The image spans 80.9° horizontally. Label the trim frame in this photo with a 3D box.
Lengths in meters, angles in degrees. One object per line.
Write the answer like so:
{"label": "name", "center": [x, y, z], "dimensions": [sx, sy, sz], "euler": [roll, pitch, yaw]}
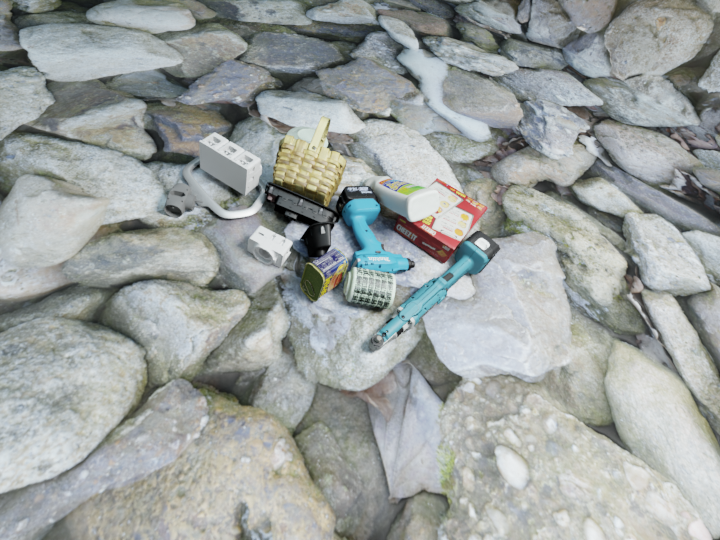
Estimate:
{"label": "trim frame", "center": [-0.352, -0.222, 1.098], "dimensions": [0.180, 0.027, 0.258], "euler": [-32, 66, -33]}

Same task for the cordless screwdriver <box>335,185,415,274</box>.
{"label": "cordless screwdriver", "center": [0.033, -0.098, 1.060], "dimensions": [0.154, 0.074, 0.258], "euler": [-2, 56, -21]}

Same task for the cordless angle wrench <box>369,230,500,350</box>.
{"label": "cordless angle wrench", "center": [0.167, 0.049, 0.969], "dimensions": [0.077, 0.096, 0.415], "euler": [43, 59, 17]}

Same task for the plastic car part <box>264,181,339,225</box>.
{"label": "plastic car part", "center": [-0.149, -0.153, 1.059], "dimensions": [0.201, 0.066, 0.068], "euler": [19, 59, -6]}

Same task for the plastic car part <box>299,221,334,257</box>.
{"label": "plastic car part", "center": [-0.096, -0.063, 0.983], "dimensions": [0.064, 0.118, 0.072], "euler": [-1, 78, -18]}
